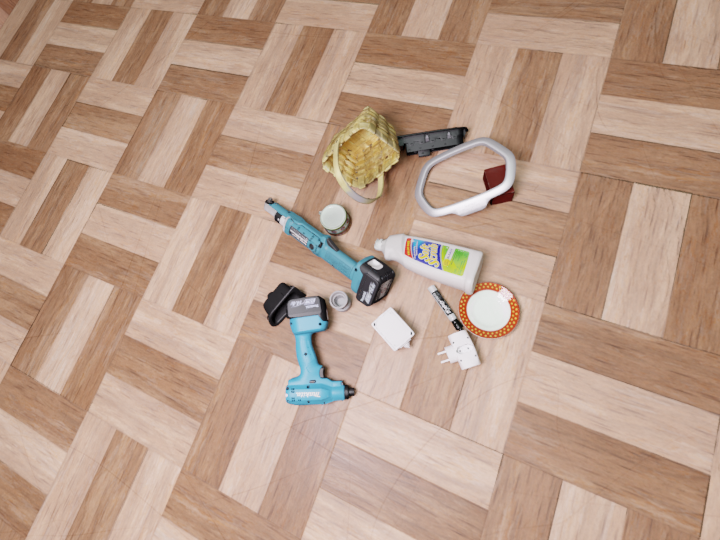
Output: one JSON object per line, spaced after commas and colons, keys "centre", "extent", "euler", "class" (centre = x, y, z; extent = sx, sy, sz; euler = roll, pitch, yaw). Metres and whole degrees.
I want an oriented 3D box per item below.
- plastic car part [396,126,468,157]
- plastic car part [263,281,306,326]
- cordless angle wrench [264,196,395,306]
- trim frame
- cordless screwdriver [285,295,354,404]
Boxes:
{"centre": [0.181, -0.336, 1.106], "extent": [0.207, 0.064, 0.068], "euler": [-9, 81, 12], "class": "plastic car part"}
{"centre": [-0.209, 0.077, 1.084], "extent": [0.116, 0.062, 0.075], "euler": [-46, 54, 1], "class": "plastic car part"}
{"centre": [-0.106, -0.069, 1.086], "extent": [0.444, 0.072, 0.096], "euler": [36, 128, 27], "class": "cordless angle wrench"}
{"centre": [0.249, -0.224, 1.035], "extent": [0.255, 0.026, 0.189], "euler": [-20, 64, 26], "class": "trim frame"}
{"centre": [-0.100, 0.187, 1.003], "extent": [0.160, 0.073, 0.252], "euler": [-4, 77, 3], "class": "cordless screwdriver"}
